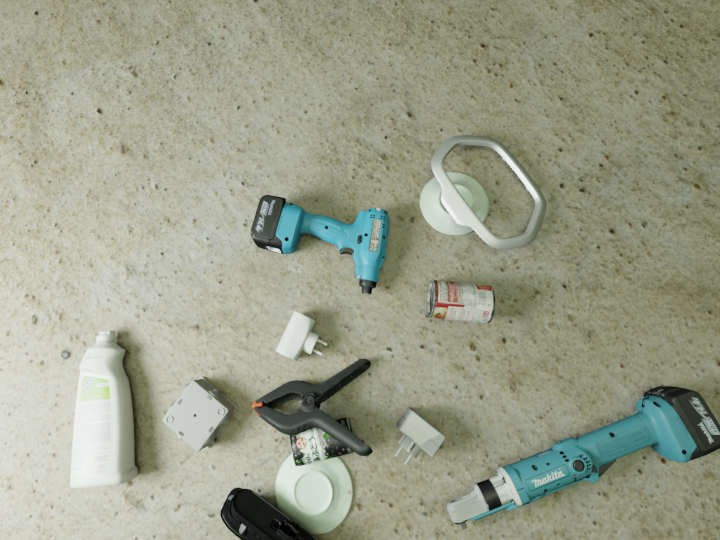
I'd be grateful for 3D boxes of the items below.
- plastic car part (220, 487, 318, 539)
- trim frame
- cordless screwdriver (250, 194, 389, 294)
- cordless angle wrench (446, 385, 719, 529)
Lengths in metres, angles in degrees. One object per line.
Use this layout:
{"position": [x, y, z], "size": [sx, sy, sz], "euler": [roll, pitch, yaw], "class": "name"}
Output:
{"position": [-0.132, 0.411, 0.659], "size": [0.210, 0.065, 0.065], "euler": [23, 43, 19], "class": "plastic car part"}
{"position": [0.240, -0.153, 0.794], "size": [0.181, 0.027, 0.253], "euler": [-30, 79, -16], "class": "trim frame"}
{"position": [-0.077, -0.050, 0.784], "size": [0.250, 0.073, 0.161], "euler": [9, 77, 2], "class": "cordless screwdriver"}
{"position": [0.335, 0.303, 0.669], "size": [0.423, 0.073, 0.100], "euler": [-22, 77, 0], "class": "cordless angle wrench"}
